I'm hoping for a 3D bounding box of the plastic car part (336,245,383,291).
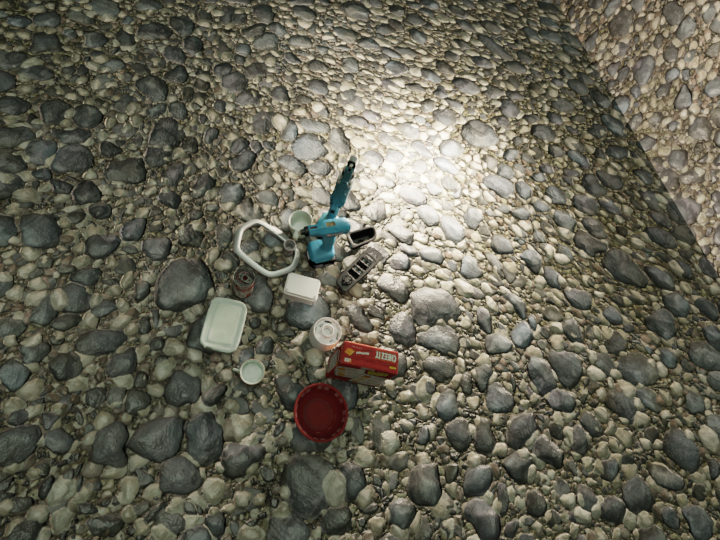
[{"bbox_3d":[-0.010,0.002,1.480,0.068,0.066,0.200,42,62,8],"label":"plastic car part"}]

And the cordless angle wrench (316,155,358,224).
[{"bbox_3d":[-0.074,-0.234,1.390,0.074,0.421,0.099,26,61,-4],"label":"cordless angle wrench"}]

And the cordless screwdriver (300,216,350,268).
[{"bbox_3d":[-0.137,-0.089,1.398,0.155,0.247,0.077,-10,68,-20],"label":"cordless screwdriver"}]

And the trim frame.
[{"bbox_3d":[-0.328,-0.079,1.479,0.252,0.027,0.183,34,61,7],"label":"trim frame"}]

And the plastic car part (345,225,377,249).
[{"bbox_3d":[0.001,-0.112,1.541,0.114,0.070,0.068,-19,70,-22],"label":"plastic car part"}]
